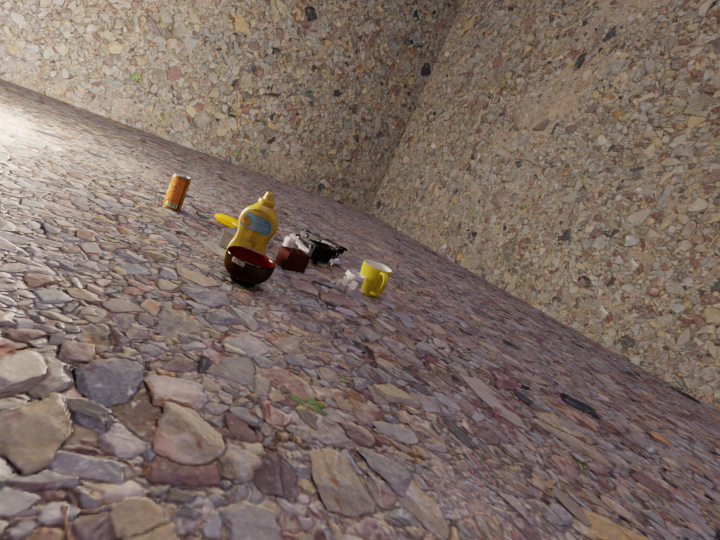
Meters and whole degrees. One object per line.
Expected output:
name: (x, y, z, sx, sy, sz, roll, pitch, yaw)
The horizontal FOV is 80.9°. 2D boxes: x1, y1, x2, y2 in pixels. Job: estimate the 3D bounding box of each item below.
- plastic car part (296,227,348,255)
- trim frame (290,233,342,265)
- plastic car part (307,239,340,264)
plastic car part: (-0.148, -0.097, 1.512, 0.213, 0.067, 0.063, 29, 13, 26)
trim frame: (-0.157, -0.077, 1.504, 0.176, 0.027, 0.261, 16, 14, -31)
plastic car part: (-0.131, -0.053, 1.345, 0.070, 0.070, 0.111, 32, 14, 34)
